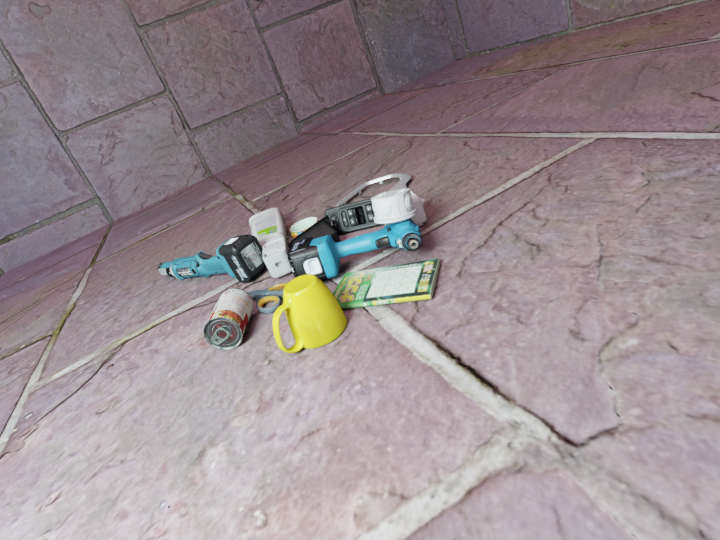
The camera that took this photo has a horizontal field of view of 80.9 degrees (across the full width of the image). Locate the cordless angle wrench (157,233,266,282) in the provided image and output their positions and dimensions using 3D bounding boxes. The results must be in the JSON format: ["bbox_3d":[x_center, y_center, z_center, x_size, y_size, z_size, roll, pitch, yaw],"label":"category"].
[{"bbox_3d":[-0.407,-0.014,1.082,0.442,0.095,0.073,-5,29,40],"label":"cordless angle wrench"}]

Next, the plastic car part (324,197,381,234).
[{"bbox_3d":[0.022,-0.131,0.979,0.210,0.066,0.065,-10,1,28],"label":"plastic car part"}]

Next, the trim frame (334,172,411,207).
[{"bbox_3d":[0.033,-0.204,1.136,0.193,0.026,0.244,2,34,43],"label":"trim frame"}]

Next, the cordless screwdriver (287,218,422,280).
[{"bbox_3d":[-0.010,-0.038,0.791,0.251,0.073,0.161,-17,16,5],"label":"cordless screwdriver"}]

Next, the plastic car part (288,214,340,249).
[{"bbox_3d":[-0.092,-0.060,0.940,0.115,0.063,0.075,-37,42,-21],"label":"plastic car part"}]
